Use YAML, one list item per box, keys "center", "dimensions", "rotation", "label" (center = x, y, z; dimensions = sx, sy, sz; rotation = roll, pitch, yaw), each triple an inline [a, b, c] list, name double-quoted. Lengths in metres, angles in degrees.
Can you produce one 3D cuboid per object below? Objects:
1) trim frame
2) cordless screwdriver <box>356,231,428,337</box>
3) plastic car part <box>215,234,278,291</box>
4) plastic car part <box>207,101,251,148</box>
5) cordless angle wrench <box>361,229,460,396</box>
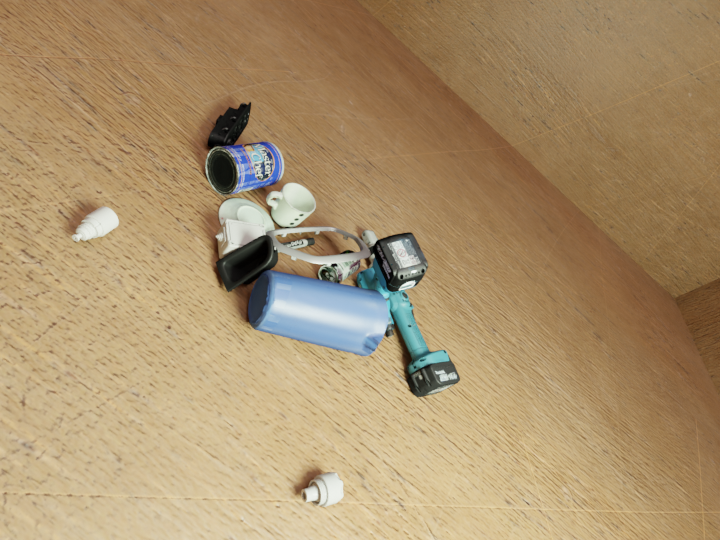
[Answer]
- center: [-0.089, -0.058, 0.913]
  dimensions: [0.238, 0.027, 0.195]
  rotation: [-11, 35, -42]
  label: "trim frame"
- center: [0.061, 0.036, 0.867]
  dimensions: [0.073, 0.247, 0.164]
  rotation: [-13, 70, -19]
  label: "cordless screwdriver"
- center: [-0.197, -0.011, 0.787]
  dimensions: [0.068, 0.117, 0.068]
  rotation: [62, 6, 20]
  label: "plastic car part"
- center: [-0.316, -0.344, 1.015]
  dimensions: [0.065, 0.066, 0.208]
  rotation: [20, 44, -16]
  label: "plastic car part"
- center: [0.089, 0.074, 0.992]
  dimensions: [0.093, 0.075, 0.441]
  rotation: [6, 50, -41]
  label: "cordless angle wrench"
